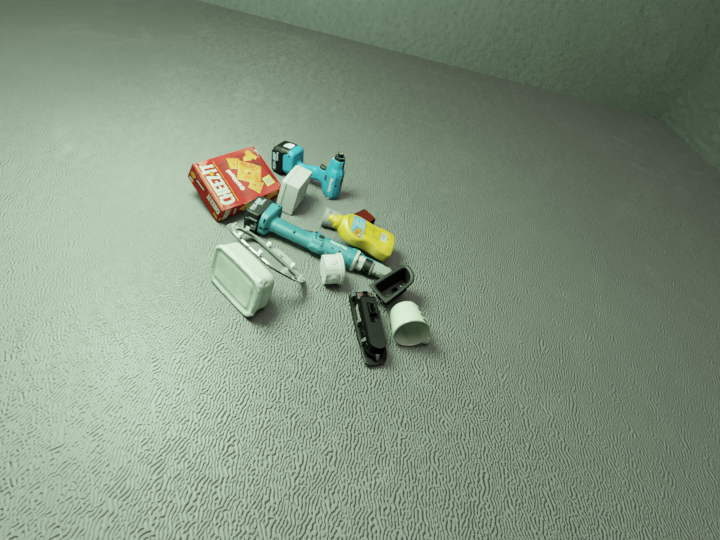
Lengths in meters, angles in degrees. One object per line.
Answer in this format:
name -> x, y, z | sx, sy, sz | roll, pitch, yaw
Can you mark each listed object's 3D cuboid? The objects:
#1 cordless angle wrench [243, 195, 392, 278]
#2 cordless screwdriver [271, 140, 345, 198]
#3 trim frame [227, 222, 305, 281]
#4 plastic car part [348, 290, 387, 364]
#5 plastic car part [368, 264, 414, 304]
cordless angle wrench -> -0.111, -0.073, 1.139 | 0.429, 0.073, 0.098 | 25, 42, 7
cordless screwdriver -> -0.162, -0.343, 1.341 | 0.257, 0.156, 0.073 | 29, 43, 16
trim frame -> -0.231, -0.049, 1.043 | 0.260, 0.027, 0.176 | 37, 4, 25
plastic car part -> 0.025, 0.122, 0.980 | 0.064, 0.066, 0.211 | 9, 45, -20
plastic car part -> 0.084, 0.045, 1.066 | 0.114, 0.069, 0.069 | -31, 61, -20
